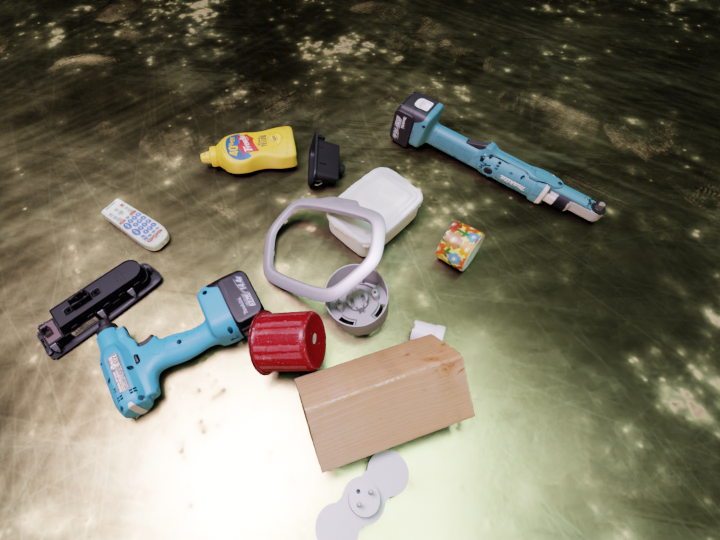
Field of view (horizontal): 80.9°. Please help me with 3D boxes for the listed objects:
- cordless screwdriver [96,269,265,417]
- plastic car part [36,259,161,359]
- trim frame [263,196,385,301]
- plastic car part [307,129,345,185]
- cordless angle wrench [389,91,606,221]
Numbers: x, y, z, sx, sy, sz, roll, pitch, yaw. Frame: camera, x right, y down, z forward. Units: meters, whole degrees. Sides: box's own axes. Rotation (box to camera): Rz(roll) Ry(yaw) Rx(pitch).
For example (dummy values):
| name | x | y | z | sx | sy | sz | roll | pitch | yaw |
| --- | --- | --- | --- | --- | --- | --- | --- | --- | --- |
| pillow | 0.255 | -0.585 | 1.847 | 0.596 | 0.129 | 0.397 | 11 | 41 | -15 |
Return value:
| name | x | y | z | sx | sy | sz | roll | pitch | yaw |
| --- | --- | --- | --- | --- | --- | --- | --- | --- | --- |
| cordless screwdriver | -0.275 | 0.086 | 0.648 | 0.246 | 0.072 | 0.167 | -33 | 62 | -14 |
| plastic car part | -0.426 | 0.046 | 0.685 | 0.200 | 0.065 | 0.070 | -39 | 59 | -24 |
| trim frame | -0.068 | -0.044 | 0.695 | 0.262 | 0.026 | 0.185 | 15 | 75 | 40 |
| plastic car part | -0.068 | -0.213 | 0.848 | 0.069 | 0.065 | 0.120 | 5 | 59 | -15 |
| cordless angle wrench | 0.259 | -0.212 | 0.824 | 0.436 | 0.095 | 0.074 | 34 | 63 | 16 |
